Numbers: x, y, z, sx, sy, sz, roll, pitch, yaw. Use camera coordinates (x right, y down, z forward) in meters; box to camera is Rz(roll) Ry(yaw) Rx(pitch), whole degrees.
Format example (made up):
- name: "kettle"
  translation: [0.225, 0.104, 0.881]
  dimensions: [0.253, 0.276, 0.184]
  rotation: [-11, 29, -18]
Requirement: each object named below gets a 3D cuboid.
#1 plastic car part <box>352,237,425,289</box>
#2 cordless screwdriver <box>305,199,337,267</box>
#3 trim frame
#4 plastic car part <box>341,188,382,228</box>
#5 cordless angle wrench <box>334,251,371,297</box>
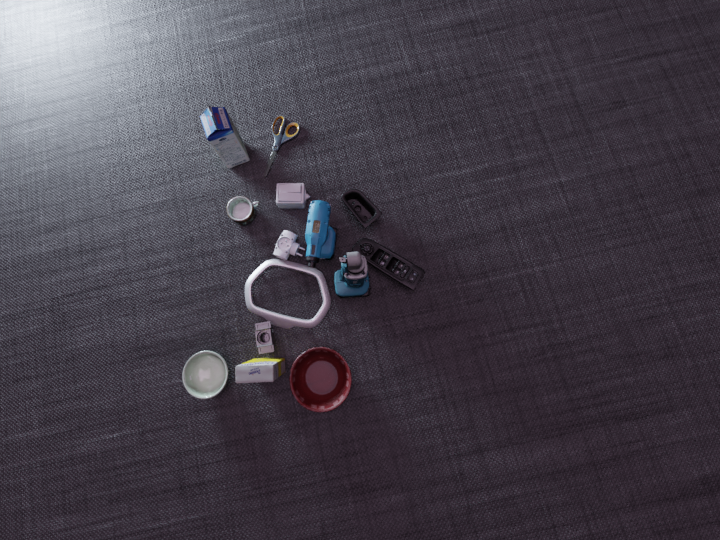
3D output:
- name: "plastic car part"
  translation: [0.072, -0.021, 1.161]
  dimensions: [0.207, 0.066, 0.066]
  rotation: [32, 82, 9]
- name: "cordless screwdriver"
  translation: [-0.107, -0.070, 1.093]
  dimensions: [0.075, 0.245, 0.160]
  rotation: [7, 80, 0]
- name: "trim frame"
  translation: [-0.204, 0.067, 1.181]
  dimensions: [0.251, 0.027, 0.185]
  rotation: [13, 79, 6]
- name: "plastic car part"
  translation: [-0.002, -0.175, 1.197]
  dimensions: [0.066, 0.070, 0.119]
  rotation: [-40, 80, -6]
- name: "cordless angle wrench"
  translation: [-0.016, 0.009, 0.982]
  dimensions: [0.098, 0.417, 0.075]
  rotation: [-4, 81, -2]
